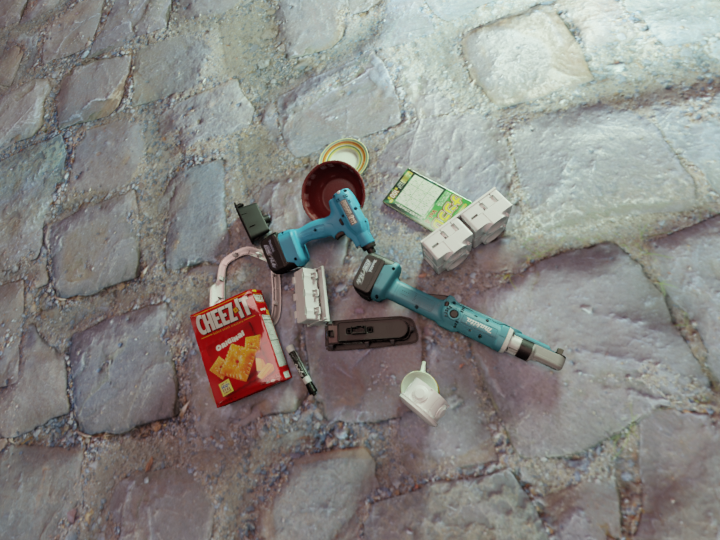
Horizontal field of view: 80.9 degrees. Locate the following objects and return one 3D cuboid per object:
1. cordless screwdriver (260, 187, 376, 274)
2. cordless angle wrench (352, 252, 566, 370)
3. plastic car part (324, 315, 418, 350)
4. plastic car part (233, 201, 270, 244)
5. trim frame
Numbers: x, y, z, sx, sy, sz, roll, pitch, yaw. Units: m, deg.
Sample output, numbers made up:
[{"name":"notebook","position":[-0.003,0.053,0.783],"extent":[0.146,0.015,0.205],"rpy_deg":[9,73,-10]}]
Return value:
[{"name":"cordless screwdriver","position":[-0.095,-0.062,0.975],"extent":[0.252,0.072,0.161],"rpy_deg":[-28,83,14]},{"name":"cordless angle wrench","position":[0.188,0.091,0.860],"extent":[0.440,0.071,0.098],"rpy_deg":[25,79,21]},{"name":"plastic car part","position":[0.018,0.128,0.901],"extent":[0.207,0.064,0.068],"rpy_deg":[-5,63,12]},{"name":"plastic car part","position":[-0.269,-0.126,1.083],"extent":[0.070,0.064,0.121],"rpy_deg":[-28,68,-12]},{"name":"trim frame","position":[-0.282,0.056,1.032],"extent":[0.188,0.026,0.254],"rpy_deg":[-11,69,13]}]
